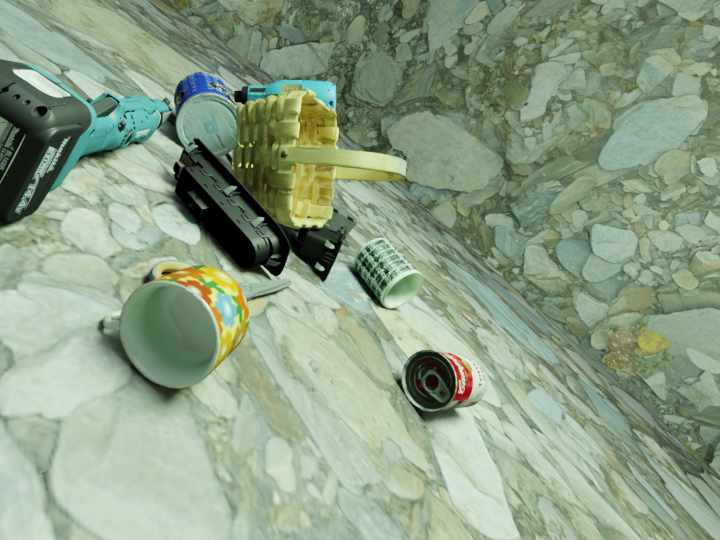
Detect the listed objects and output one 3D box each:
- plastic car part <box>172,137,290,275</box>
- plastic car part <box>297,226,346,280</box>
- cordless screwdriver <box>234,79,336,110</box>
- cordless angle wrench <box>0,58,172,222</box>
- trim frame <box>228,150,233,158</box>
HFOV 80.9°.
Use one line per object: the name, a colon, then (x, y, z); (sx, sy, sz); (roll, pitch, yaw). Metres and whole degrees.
plastic car part: (-0.163, -0.074, 0.506); (0.208, 0.066, 0.065); (44, 27, 13)
plastic car part: (-0.064, -0.042, 0.650); (0.070, 0.066, 0.118); (24, 16, -6)
cordless screwdriver: (-0.125, -0.248, 0.755); (0.159, 0.075, 0.245); (3, -13, -2)
cordless angle wrench: (-0.279, -0.162, 0.465); (0.072, 0.098, 0.436); (34, 14, -21)
trim frame: (-0.163, -0.185, 0.850); (0.236, 0.028, 0.193); (30, 20, -33)
